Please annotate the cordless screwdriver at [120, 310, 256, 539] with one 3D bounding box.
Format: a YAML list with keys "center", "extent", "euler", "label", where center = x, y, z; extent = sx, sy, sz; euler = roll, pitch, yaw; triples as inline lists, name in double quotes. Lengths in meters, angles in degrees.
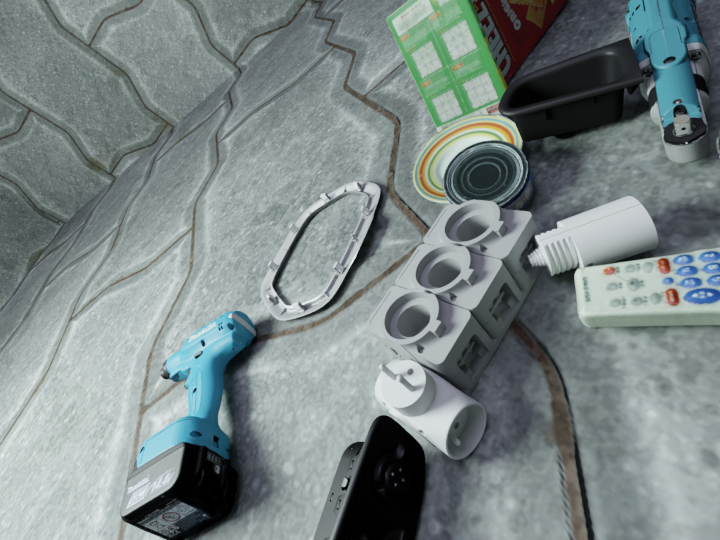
- center: [-0.208, 0.171, 0.504]
  extent: [0.161, 0.071, 0.257]
  euler: [-32, 33, 17]
  label: "cordless screwdriver"

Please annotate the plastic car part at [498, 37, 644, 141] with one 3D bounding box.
- center: [0.209, -0.167, 0.426]
  extent: [0.121, 0.067, 0.067]
  euler: [-11, 51, 33]
  label: "plastic car part"

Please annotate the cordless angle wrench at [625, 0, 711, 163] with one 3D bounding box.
- center: [0.305, -0.268, 0.432]
  extent: [0.077, 0.093, 0.428]
  euler: [-11, 51, 39]
  label: "cordless angle wrench"

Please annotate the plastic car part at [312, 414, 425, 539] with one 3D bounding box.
- center: [-0.008, 0.205, 0.286]
  extent: [0.068, 0.065, 0.204]
  euler: [-36, 27, 61]
  label: "plastic car part"

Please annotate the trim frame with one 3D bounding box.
- center: [-0.059, -0.039, 0.603]
  extent: [0.193, 0.026, 0.249]
  euler: [-3, 51, 42]
  label: "trim frame"
